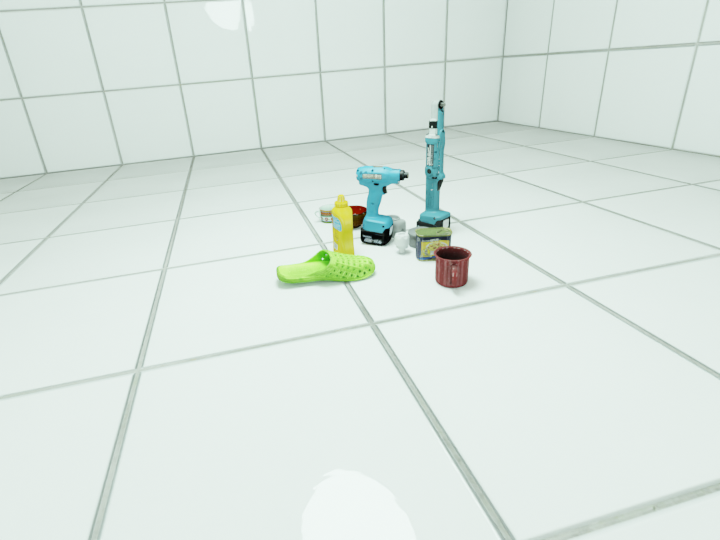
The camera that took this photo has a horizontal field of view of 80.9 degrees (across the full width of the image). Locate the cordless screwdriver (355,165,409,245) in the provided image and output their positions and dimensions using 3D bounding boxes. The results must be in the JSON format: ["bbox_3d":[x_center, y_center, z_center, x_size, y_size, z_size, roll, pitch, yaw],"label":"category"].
[{"bbox_3d":[0.071,-0.202,1.321,0.165,0.242,0.073,7,25,22],"label":"cordless screwdriver"}]

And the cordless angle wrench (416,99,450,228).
[{"bbox_3d":[0.234,-0.315,1.329,0.072,0.412,0.104,-22,30,-37],"label":"cordless angle wrench"}]
